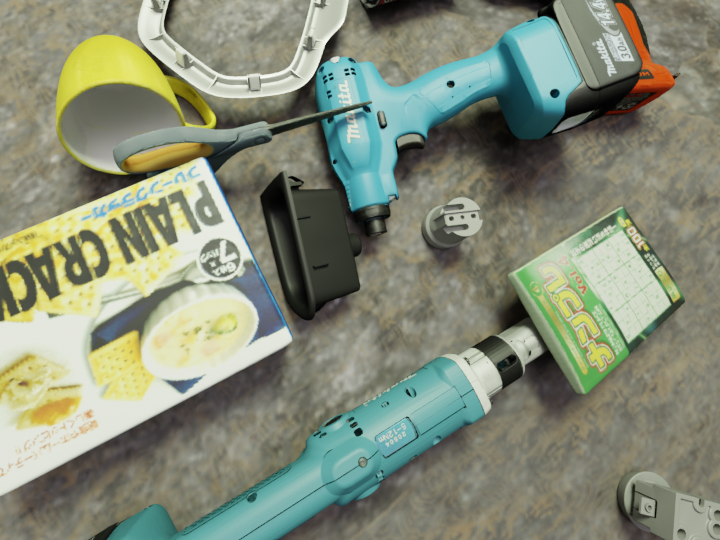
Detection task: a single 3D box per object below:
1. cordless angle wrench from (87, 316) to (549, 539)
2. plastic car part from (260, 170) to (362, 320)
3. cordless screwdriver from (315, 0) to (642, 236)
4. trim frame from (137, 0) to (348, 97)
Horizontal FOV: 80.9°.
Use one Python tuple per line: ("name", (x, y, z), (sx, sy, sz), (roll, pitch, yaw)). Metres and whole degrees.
("cordless angle wrench", (-0.010, 0.138, 0.315), (0.417, 0.098, 0.075), (-27, 84, -15))
("plastic car part", (-0.035, -0.023, 0.360), (0.069, 0.067, 0.117), (-15, 86, -26))
("cordless screwdriver", (0.093, -0.130, 0.366), (0.251, 0.073, 0.161), (-13, 82, 6))
("trim frame", (-0.103, -0.265, 0.397), (0.183, 0.027, 0.252), (10, 69, -3))
